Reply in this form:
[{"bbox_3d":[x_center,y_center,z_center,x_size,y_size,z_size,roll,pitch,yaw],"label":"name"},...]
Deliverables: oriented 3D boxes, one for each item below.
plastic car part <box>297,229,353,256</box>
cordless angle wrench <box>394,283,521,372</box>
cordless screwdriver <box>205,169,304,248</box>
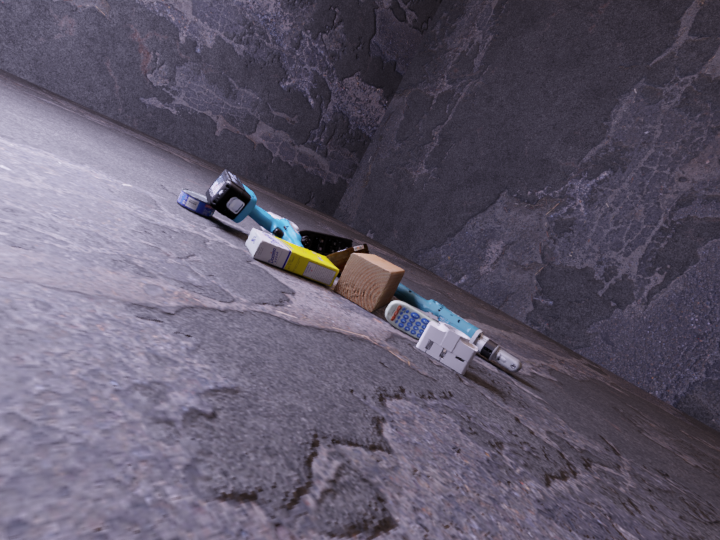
[{"bbox_3d":[-0.112,-0.073,1.144,0.192,0.066,0.071,9,13,-46],"label":"plastic car part"},{"bbox_3d":[0.174,0.100,0.995,0.445,0.074,0.093,34,10,31],"label":"cordless angle wrench"},{"bbox_3d":[-0.227,-0.115,0.961,0.235,0.074,0.168,36,9,-40],"label":"cordless screwdriver"}]
